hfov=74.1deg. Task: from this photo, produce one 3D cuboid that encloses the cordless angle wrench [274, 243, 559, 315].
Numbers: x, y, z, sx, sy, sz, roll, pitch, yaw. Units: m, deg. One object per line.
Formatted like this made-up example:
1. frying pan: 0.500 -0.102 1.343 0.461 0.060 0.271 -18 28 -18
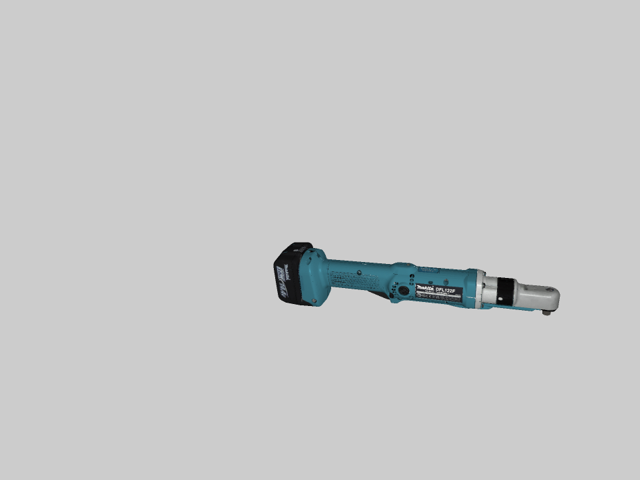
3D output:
1. cordless angle wrench: 0.133 0.067 0.662 0.423 0.098 0.074 4 26 21
